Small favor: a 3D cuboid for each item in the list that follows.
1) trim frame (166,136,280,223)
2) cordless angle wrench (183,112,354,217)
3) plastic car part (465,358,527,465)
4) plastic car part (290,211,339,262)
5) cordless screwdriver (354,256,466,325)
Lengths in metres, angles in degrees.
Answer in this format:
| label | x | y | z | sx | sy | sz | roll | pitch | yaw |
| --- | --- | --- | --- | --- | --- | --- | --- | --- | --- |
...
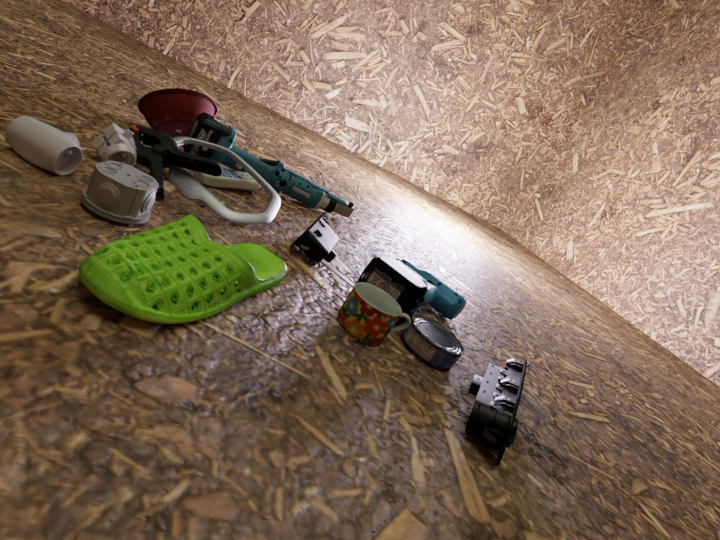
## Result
| label | x | y | z | sx | sy | sz | roll | pitch | yaw |
| --- | --- | --- | --- | --- | --- | --- | --- | --- | --- |
| trim frame | -0.247 | -0.162 | 0.749 | 0.256 | 0.027 | 0.179 | 44 | 33 | 14 |
| cordless angle wrench | -0.181 | -0.207 | 0.947 | 0.402 | 0.098 | 0.078 | 23 | 19 | -33 |
| plastic car part | 0.169 | 0.159 | 0.524 | 0.069 | 0.066 | 0.197 | 25 | 16 | 16 |
| plastic car part | -0.071 | -0.047 | 0.727 | 0.070 | 0.066 | 0.117 | 42 | 20 | -9 |
| cordless screwdriver | 0.076 | 0.021 | 0.737 | 0.167 | 0.074 | 0.236 | 40 | 17 | 29 |
